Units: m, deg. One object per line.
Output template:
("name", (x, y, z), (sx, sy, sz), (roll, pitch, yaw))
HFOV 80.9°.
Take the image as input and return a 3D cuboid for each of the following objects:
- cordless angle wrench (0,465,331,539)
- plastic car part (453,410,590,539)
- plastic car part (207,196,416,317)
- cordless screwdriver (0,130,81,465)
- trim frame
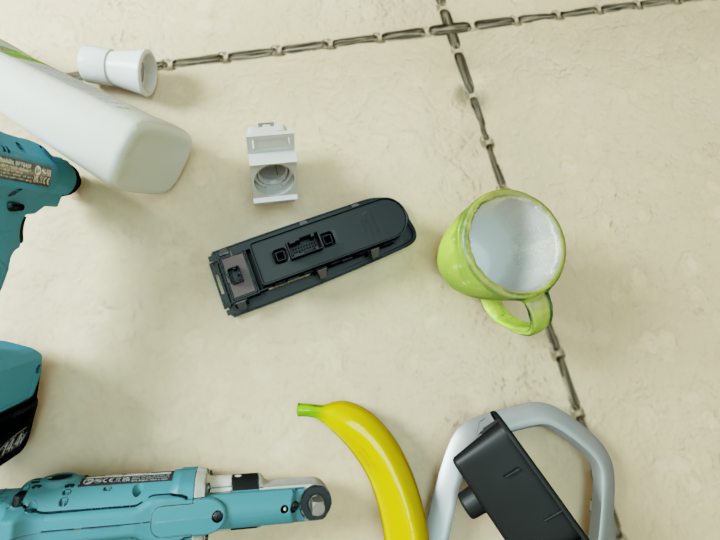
("cordless angle wrench", (-0.231, 0.184, 0.316), (0.415, 0.098, 0.075), (1, 80, -11))
("plastic car part", (0.120, 0.183, 0.350), (0.071, 0.065, 0.118), (-38, 82, 0))
("plastic car part", (-0.039, -0.025, 0.397), (0.200, 0.066, 0.068), (-20, 76, -14))
("cordless screwdriver", (-0.284, 0.019, 0.330), (0.074, 0.161, 0.248), (10, 93, -7))
("trim frame", (0.145, 0.244, 0.376), (0.183, 0.027, 0.250), (17, 74, -2))
